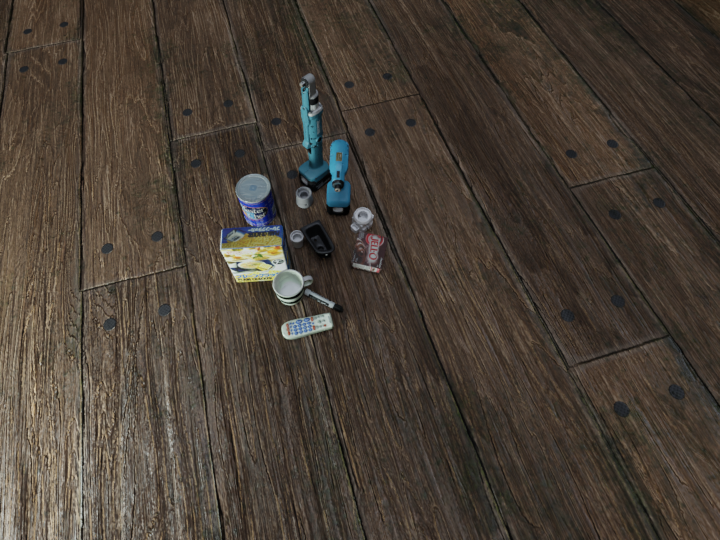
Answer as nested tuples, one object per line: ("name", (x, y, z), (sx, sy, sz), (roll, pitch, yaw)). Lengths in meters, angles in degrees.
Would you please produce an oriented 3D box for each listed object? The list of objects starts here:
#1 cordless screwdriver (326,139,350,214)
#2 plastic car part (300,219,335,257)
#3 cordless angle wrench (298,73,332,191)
("cordless screwdriver", (-0.064, -0.242, 1.235), (0.074, 0.242, 0.163), (2, 64, -2))
("plastic car part", (-0.122, -0.080, 1.250), (0.065, 0.069, 0.121), (-26, 66, -13))
("cordless angle wrench", (-0.137, -0.389, 1.218), (0.077, 0.412, 0.097), (43, 70, 16))
